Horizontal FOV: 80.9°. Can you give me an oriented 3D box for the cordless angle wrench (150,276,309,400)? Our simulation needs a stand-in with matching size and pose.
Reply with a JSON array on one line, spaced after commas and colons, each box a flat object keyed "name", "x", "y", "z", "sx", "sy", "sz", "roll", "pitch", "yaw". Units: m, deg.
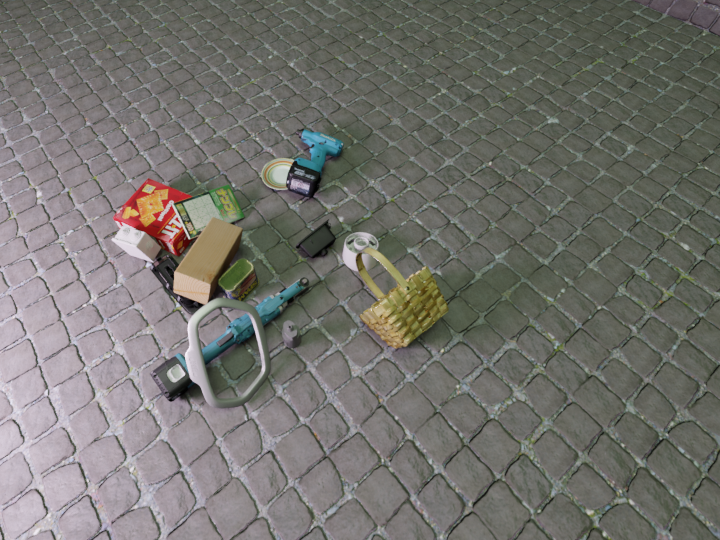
[{"name": "cordless angle wrench", "x": -0.289, "y": 0.143, "z": 1.011, "sx": 0.416, "sy": 0.098, "sz": 0.075, "roll": -38, "pitch": 84, "yaw": -25}]

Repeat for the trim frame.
[{"name": "trim frame", "x": -0.292, "y": 0.182, "z": 0.938, "sx": 0.178, "sy": 0.029, "sz": 0.246, "roll": -18, "pitch": 99, "yaw": -35}]

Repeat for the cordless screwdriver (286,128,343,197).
[{"name": "cordless screwdriver", "x": -0.162, "y": -0.345, "z": 1.301, "sx": 0.160, "sy": 0.073, "sz": 0.251, "roll": 21, "pitch": 53, "yaw": 2}]

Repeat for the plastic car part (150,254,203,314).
[{"name": "plastic car part", "x": -0.477, "y": 0.026, "z": 1.104, "sx": 0.065, "sy": 0.066, "sz": 0.211, "roll": -35, "pitch": 66, "yaw": -29}]

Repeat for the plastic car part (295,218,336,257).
[{"name": "plastic car part", "x": -0.113, "y": -0.074, "z": 1.160, "sx": 0.072, "sy": 0.065, "sz": 0.115, "roll": 44, "pitch": 71, "yaw": 8}]
